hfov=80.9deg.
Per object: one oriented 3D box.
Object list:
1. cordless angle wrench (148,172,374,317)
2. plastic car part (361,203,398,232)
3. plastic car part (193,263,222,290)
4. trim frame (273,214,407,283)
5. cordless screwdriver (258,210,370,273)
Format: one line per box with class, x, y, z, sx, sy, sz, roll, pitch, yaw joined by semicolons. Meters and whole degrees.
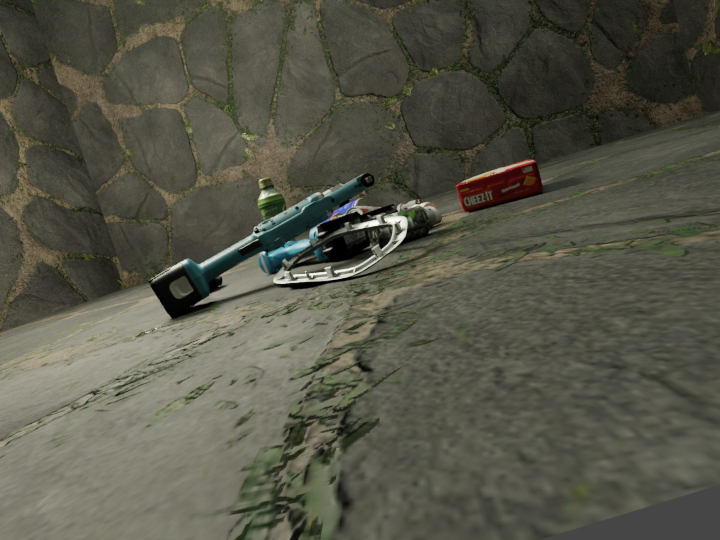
cordless angle wrench;-0.158;-0.063;0.746;0.420;0.073;0.100;-31;10;-8
plastic car part;0.022;-0.095;0.984;0.197;0.064;0.071;-20;33;-28
plastic car part;-0.347;0.023;0.954;0.070;0.065;0.119;-3;9;-9
trim frame;-0.036;-0.030;0.643;0.260;0.026;0.182;-3;34;47
cordless screwdriver;-0.086;-0.056;0.883;0.258;0.074;0.154;-14;9;44
